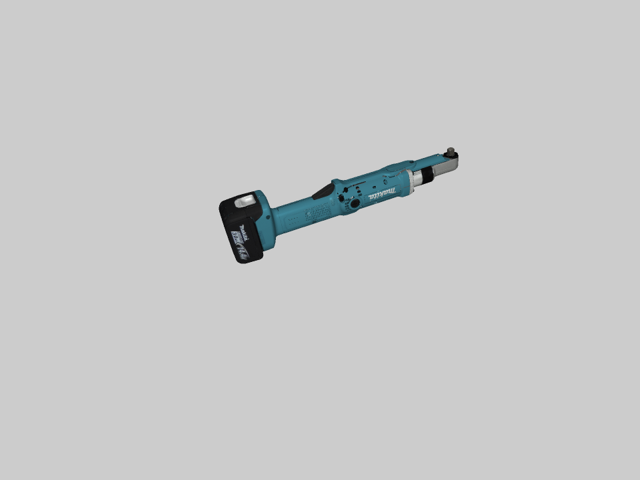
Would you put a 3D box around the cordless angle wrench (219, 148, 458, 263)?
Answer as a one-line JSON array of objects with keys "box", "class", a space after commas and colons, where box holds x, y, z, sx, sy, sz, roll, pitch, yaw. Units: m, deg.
[{"box": [0.047, -0.075, 0.719, 0.422, 0.098, 0.074, -19, 38, -10], "class": "cordless angle wrench"}]
